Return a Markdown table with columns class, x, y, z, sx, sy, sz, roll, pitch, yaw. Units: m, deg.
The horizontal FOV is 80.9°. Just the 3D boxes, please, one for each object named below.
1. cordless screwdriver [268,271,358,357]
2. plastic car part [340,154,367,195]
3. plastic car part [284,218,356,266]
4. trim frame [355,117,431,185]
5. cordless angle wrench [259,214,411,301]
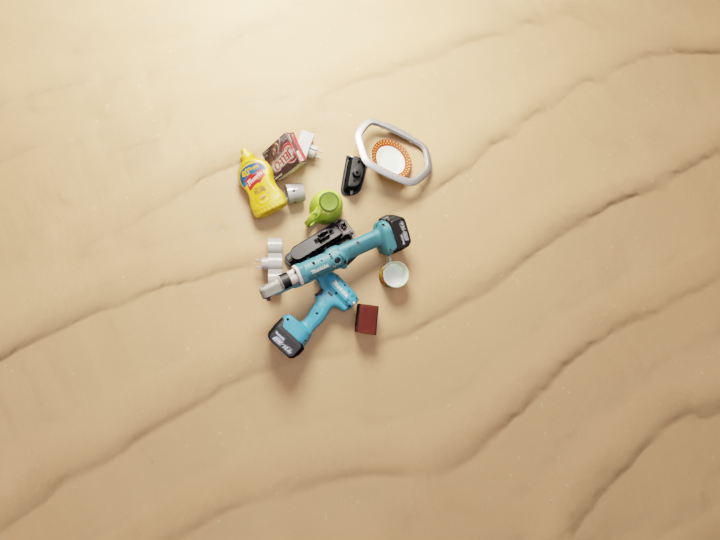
| class | x | y | z | sx | sy | sz | roll | pitch | yaw |
| --- | --- | --- | --- | --- | --- | --- | --- | --- | --- |
| cordless screwdriver | -0.143 | 0.101 | 1.119 | 0.247 | 0.073 | 0.162 | -43 | 81 | -13 |
| plastic car part | -0.014 | -0.270 | 1.177 | 0.065 | 0.071 | 0.117 | 13 | 80 | -7 |
| plastic car part | -0.112 | -0.073 | 1.143 | 0.202 | 0.066 | 0.068 | -33 | 78 | -5 |
| trim frame | 0.094 | -0.336 | 1.194 | 0.242 | 0.028 | 0.186 | 19 | 67 | -13 |
| cordless angle wrench | -0.068 | -0.030 | 1.105 | 0.416 | 0.077 | 0.095 | -25 | 109 | -16 |
